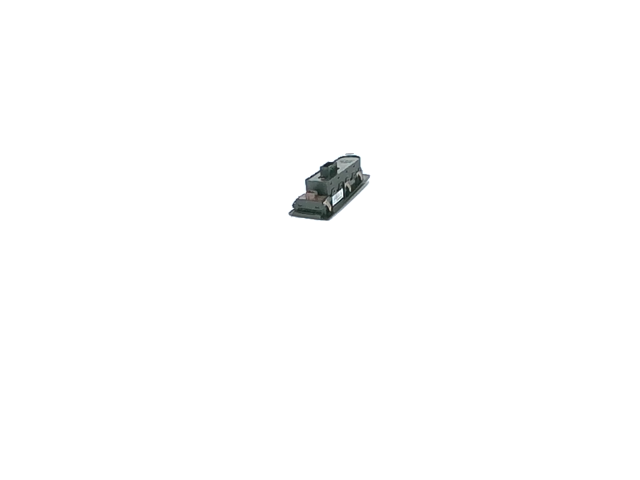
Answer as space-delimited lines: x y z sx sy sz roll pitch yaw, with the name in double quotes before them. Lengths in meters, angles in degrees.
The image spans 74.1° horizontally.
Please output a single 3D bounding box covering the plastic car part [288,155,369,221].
"plastic car part" 0.020 -0.094 0.684 0.067 0.067 0.201 0 22 28
